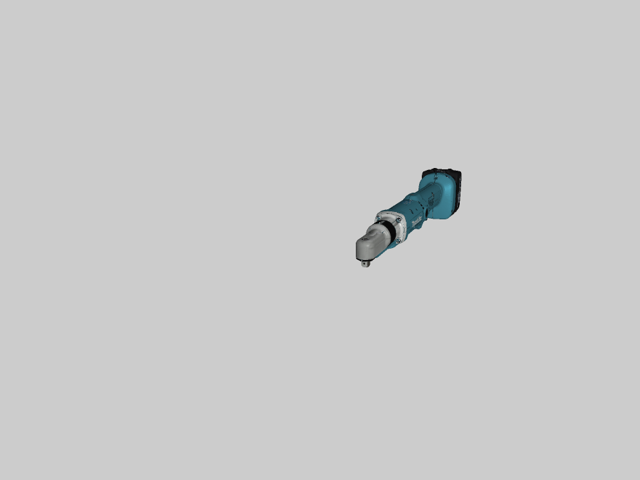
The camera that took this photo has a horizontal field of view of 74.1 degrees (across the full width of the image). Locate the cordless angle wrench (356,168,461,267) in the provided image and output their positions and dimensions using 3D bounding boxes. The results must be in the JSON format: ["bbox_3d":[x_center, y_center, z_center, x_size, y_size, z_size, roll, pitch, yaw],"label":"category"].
[{"bbox_3d":[0.161,-0.048,0.746,0.074,0.098,0.421,8,21,29],"label":"cordless angle wrench"}]
